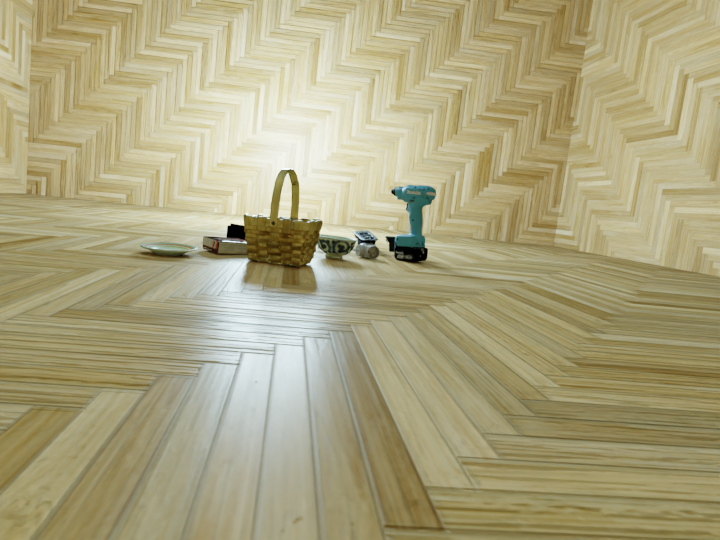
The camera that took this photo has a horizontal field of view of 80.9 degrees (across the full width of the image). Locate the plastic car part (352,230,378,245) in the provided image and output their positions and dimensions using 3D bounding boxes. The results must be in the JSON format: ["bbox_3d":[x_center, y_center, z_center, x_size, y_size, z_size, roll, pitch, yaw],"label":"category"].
[{"bbox_3d":[0.017,-0.113,1.603,0.065,0.066,0.208,5,9,-12],"label":"plastic car part"}]

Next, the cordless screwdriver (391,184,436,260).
[{"bbox_3d":[0.157,-0.158,1.394,0.168,0.247,0.071,13,9,44],"label":"cordless screwdriver"}]

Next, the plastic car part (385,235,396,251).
[{"bbox_3d":[0.147,-0.087,1.511,0.119,0.070,0.065,8,7,13],"label":"plastic car part"}]
